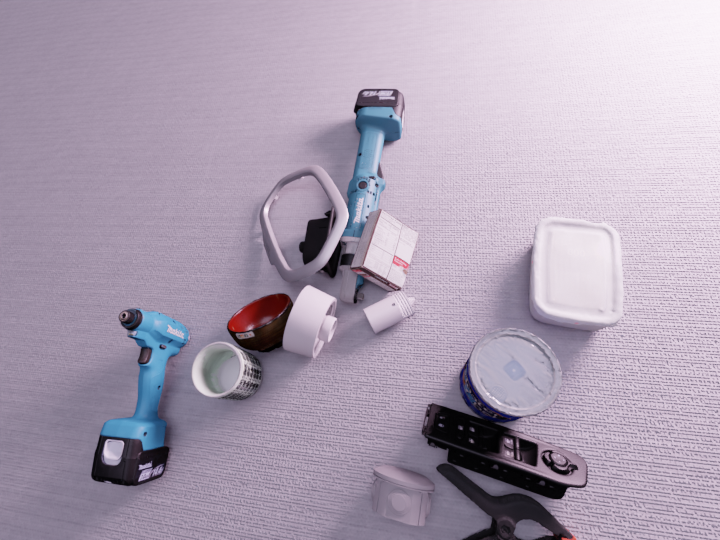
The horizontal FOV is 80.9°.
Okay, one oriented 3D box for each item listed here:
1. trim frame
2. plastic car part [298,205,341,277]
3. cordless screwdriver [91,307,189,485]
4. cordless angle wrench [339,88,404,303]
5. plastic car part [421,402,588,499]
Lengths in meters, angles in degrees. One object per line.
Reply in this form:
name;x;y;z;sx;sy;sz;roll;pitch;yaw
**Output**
trim frame;-0.111;-0.090;0.760;0.185;0.026;0.261;-41;50;14
plastic car part;-0.074;-0.048;0.756;0.074;0.062;0.118;3;68;24
cordless screwdriver;-0.342;0.186;0.650;0.076;0.153;0.253;0;68;8
cordless angle wrench;0.009;-0.145;0.777;0.100;0.071;0.429;5;69;12
plastic car part;0.184;0.246;0.557;0.210;0.065;0.066;10;107;18
